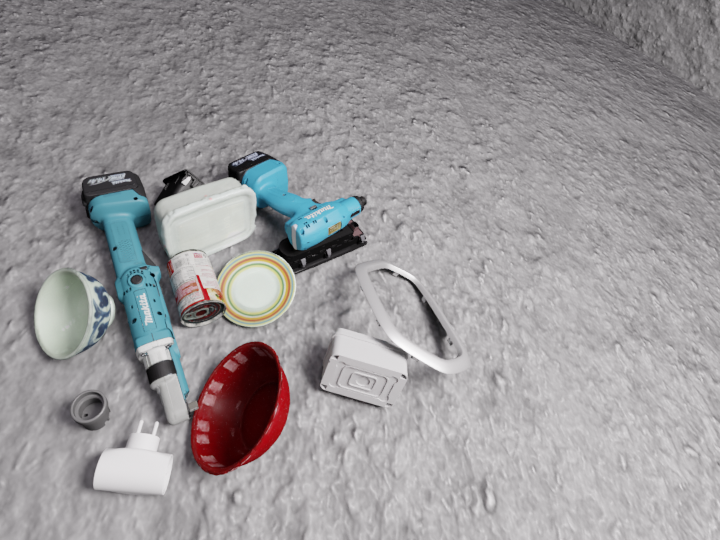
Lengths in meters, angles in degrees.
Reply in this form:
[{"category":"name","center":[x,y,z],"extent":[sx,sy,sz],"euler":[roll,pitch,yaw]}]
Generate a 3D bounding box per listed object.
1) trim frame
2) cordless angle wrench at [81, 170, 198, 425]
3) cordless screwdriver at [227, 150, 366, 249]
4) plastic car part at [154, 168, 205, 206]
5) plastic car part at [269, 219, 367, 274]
[{"category":"trim frame","center":[0.081,0.065,0.683],"extent":[0.175,0.027,0.261],"euler":[13,31,-31]},{"category":"cordless angle wrench","center":[-0.333,0.025,0.638],"extent":[0.095,0.073,0.441],"euler":[-17,61,-25]},{"category":"cordless screwdriver","center":[-0.121,-0.140,0.770],"extent":[0.156,0.072,0.262],"euler":[-32,51,-30]},{"category":"plastic car part","center":[-0.325,-0.127,0.747],"extent":[0.122,0.062,0.071],"euler":[-2,53,43]},{"category":"plastic car part","center":[-0.074,-0.049,0.762],"extent":[0.198,0.066,0.068],"euler":[-26,71,-26]}]
